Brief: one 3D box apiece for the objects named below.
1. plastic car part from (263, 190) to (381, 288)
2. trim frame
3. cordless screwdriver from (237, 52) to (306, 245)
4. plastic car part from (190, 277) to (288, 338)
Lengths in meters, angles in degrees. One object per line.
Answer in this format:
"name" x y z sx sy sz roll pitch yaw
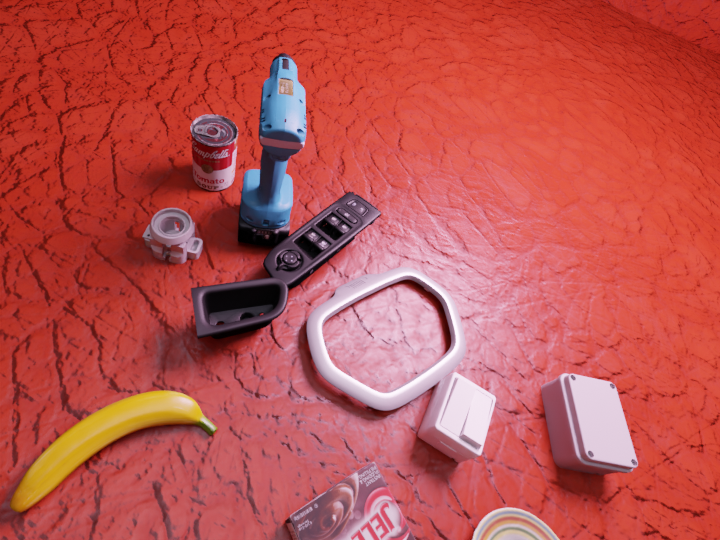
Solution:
"plastic car part" -0.061 -0.040 0.626 0.068 0.066 0.199 42 56 12
"trim frame" 0.041 0.083 0.593 0.242 0.027 0.191 -26 66 -28
"cordless screwdriver" -0.120 -0.153 0.576 0.072 0.247 0.164 5 57 -16
"plastic car part" -0.150 0.055 0.535 0.113 0.070 0.068 -8 61 -21
